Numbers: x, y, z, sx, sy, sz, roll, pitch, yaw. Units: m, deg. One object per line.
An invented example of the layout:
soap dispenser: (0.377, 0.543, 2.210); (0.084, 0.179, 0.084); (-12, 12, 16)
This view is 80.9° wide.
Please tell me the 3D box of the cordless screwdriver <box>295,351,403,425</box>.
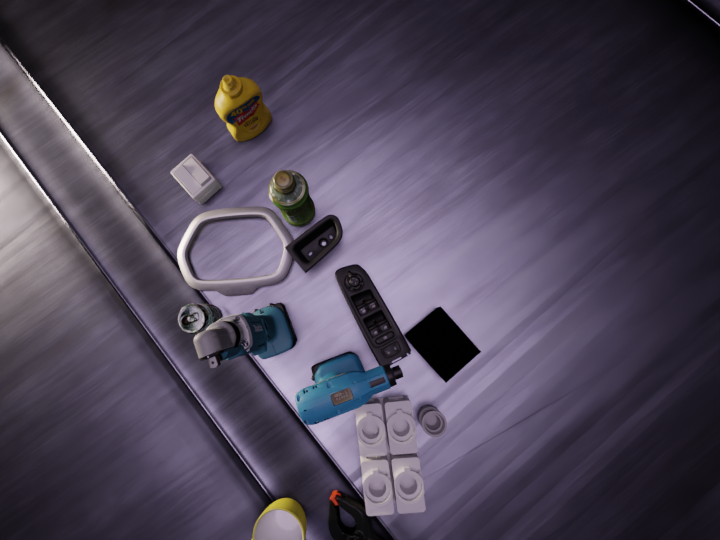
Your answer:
cordless screwdriver: (-0.016, 0.184, 0.711); (0.159, 0.246, 0.075); (-21, 84, -2)

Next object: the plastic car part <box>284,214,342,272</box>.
plastic car part: (-0.082, -0.054, 0.844); (0.116, 0.070, 0.067); (-39, 83, -3)

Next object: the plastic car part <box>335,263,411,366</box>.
plastic car part: (0.019, 0.080, 0.816); (0.066, 0.066, 0.206); (-28, 80, -2)

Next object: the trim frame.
trim frame: (-0.260, -0.040, 0.876); (0.250, 0.027, 0.186); (-5, 80, 3)

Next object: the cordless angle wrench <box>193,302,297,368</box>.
cordless angle wrench: (-0.169, 0.097, 0.649); (0.074, 0.418, 0.099); (-22, 85, -3)
